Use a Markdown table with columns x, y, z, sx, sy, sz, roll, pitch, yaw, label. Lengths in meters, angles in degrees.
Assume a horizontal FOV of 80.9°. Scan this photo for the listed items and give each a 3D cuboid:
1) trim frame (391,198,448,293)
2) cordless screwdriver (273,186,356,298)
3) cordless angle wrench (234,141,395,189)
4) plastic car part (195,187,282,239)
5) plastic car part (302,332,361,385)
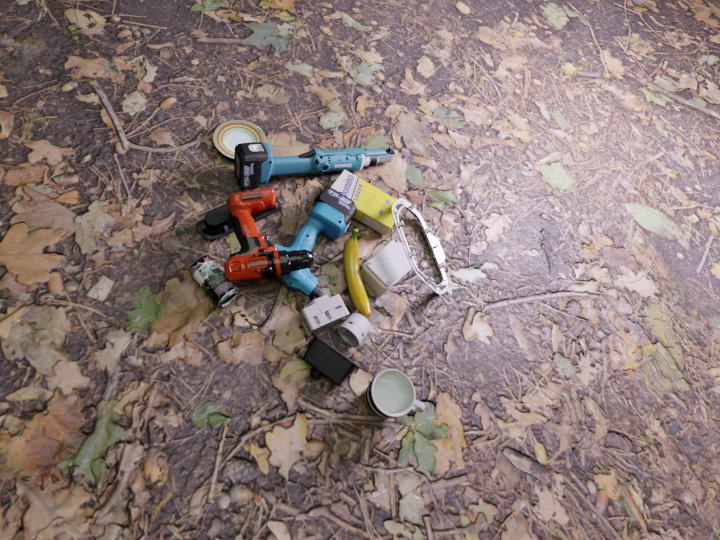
| x | y | z | sx | sy | sz | roll | pitch | yaw | label |
| --- | --- | --- | --- | --- | --- | --- | --- | --- | --- |
| 0.142 | -0.062 | 0.983 | 0.174 | 0.028 | 0.257 | 12 | 52 | -52 | trim frame |
| -0.093 | -0.061 | 0.952 | 0.162 | 0.073 | 0.247 | 35 | 64 | 6 | cordless screwdriver |
| -0.100 | -0.274 | 1.061 | 0.410 | 0.096 | 0.078 | -10 | 49 | -22 | cordless angle wrench |
| -0.275 | -0.133 | 0.961 | 0.199 | 0.067 | 0.067 | -32 | 82 | -23 | plastic car part |
| -0.065 | 0.185 | 0.835 | 0.119 | 0.065 | 0.071 | 31 | 74 | 8 | plastic car part |
